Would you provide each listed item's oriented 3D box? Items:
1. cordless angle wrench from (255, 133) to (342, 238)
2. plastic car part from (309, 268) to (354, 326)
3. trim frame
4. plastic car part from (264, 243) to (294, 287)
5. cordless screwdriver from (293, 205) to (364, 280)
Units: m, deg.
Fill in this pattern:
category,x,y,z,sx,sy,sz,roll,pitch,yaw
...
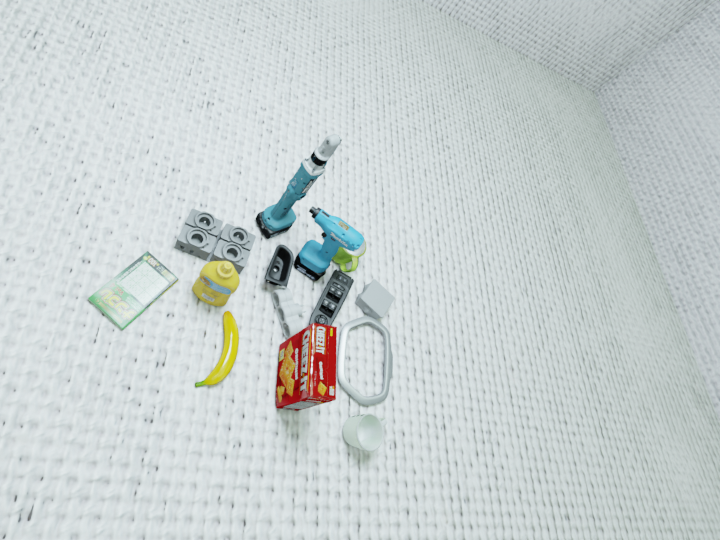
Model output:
category,x,y,z,sx,sy,sz,roll,pitch,yaw
cordless angle wrench,-0.162,-0.212,1.096,0.095,0.429,0.075,-26,83,-37
plastic car part,-0.092,0.095,1.193,0.065,0.068,0.204,33,54,-12
trim frame,0.018,0.249,1.193,0.178,0.028,0.254,15,58,-20
plastic car part,-0.229,-0.006,1.172,0.064,0.072,0.119,23,56,-19
cordless screwdriver,-0.113,-0.074,1.157,0.157,0.252,0.074,38,54,-10
